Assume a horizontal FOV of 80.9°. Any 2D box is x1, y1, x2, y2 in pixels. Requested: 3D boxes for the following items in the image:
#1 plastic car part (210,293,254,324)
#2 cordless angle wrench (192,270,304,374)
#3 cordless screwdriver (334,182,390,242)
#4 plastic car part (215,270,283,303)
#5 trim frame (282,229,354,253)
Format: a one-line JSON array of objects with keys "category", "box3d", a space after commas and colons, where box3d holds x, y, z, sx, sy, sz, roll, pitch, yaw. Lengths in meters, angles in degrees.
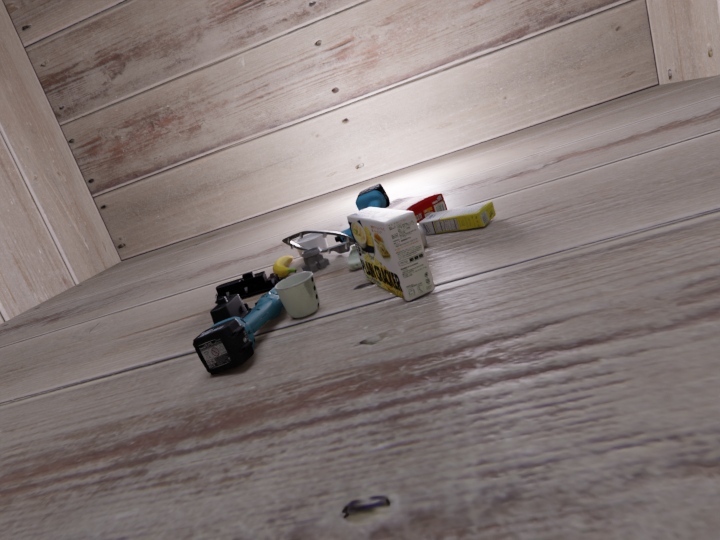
[{"category": "plastic car part", "box3d": [-0.314, 0.093, 1.001, 0.067, 0.070, 0.116, -15, 13, 18]}, {"category": "cordless angle wrench", "box3d": [-0.200, 0.078, 0.925, 0.100, 0.073, 0.419, -23, 11, 21]}, {"category": "cordless screwdriver", "box3d": [0.009, -0.171, 1.302, 0.163, 0.071, 0.252, -22, 27, 21]}, {"category": "plastic car part", "box3d": [-0.324, 0.044, 1.188, 0.204, 0.065, 0.068, -20, 21, 6]}, {"category": "trim frame", "box3d": [-0.120, -0.078, 1.225, 0.175, 0.028, 0.257, 13, -16, -33]}]
